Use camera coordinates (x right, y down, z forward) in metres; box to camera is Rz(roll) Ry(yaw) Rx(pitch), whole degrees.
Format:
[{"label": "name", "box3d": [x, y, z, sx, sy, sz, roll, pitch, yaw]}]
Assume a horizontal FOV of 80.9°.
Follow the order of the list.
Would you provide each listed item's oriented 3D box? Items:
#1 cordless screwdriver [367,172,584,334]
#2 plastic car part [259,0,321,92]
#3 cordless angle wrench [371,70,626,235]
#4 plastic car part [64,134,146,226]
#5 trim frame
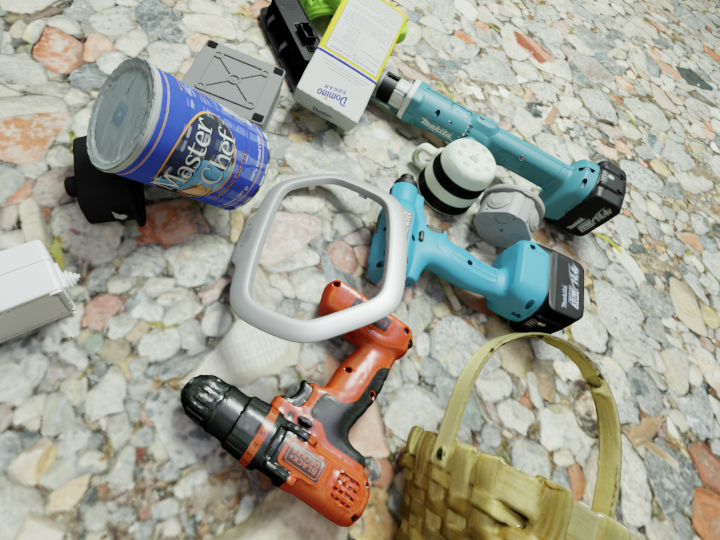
[{"label": "cordless screwdriver", "box3d": [0.138, -0.023, 0.521, 0.247, 0.074, 0.161, 19, 59, -4]}, {"label": "plastic car part", "box3d": [-0.094, -0.338, 0.622, 0.065, 0.066, 0.210, -19, 68, -20]}, {"label": "cordless angle wrench", "box3d": [0.163, -0.195, 0.612, 0.426, 0.097, 0.074, 30, 61, 3]}, {"label": "plastic car part", "box3d": [-0.268, -0.099, 0.440, 0.070, 0.065, 0.120, -10, 70, -8]}, {"label": "trim frame", "box3d": [-0.044, -0.029, 0.451, 0.186, 0.026, 0.254, 3, 48, 4]}]
